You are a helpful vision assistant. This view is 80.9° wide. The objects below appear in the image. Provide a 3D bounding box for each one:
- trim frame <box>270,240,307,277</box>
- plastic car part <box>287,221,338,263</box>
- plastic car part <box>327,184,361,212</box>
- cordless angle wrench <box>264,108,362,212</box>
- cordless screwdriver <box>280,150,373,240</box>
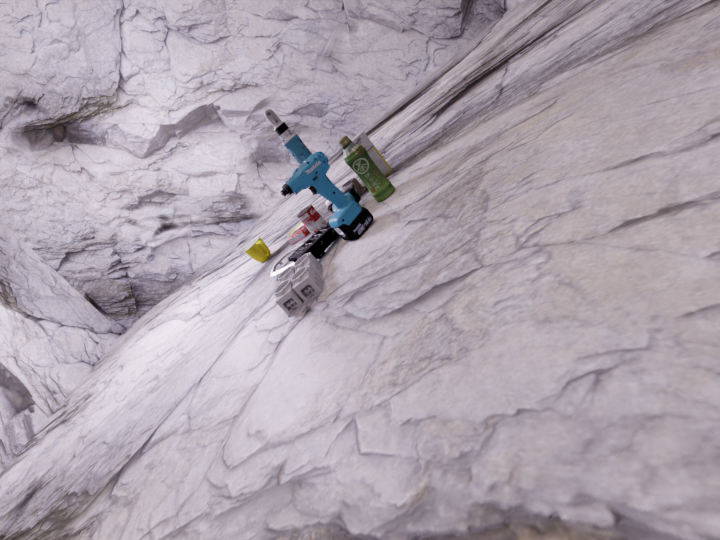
[{"bbox_3d":[-0.210,-0.049,1.407,0.255,0.027,0.185,-27,23,35],"label":"trim frame"},{"bbox_3d":[-0.122,-0.080,1.249,0.068,0.065,0.202,-16,30,54],"label":"plastic car part"},{"bbox_3d":[-0.046,-0.223,1.413,0.117,0.069,0.067,-37,17,12],"label":"plastic car part"},{"bbox_3d":[-0.147,-0.317,1.288,0.075,0.412,0.100,-37,14,12],"label":"cordless angle wrench"},{"bbox_3d":[-0.091,-0.181,1.142,0.158,0.242,0.077,-46,15,-19],"label":"cordless screwdriver"}]
